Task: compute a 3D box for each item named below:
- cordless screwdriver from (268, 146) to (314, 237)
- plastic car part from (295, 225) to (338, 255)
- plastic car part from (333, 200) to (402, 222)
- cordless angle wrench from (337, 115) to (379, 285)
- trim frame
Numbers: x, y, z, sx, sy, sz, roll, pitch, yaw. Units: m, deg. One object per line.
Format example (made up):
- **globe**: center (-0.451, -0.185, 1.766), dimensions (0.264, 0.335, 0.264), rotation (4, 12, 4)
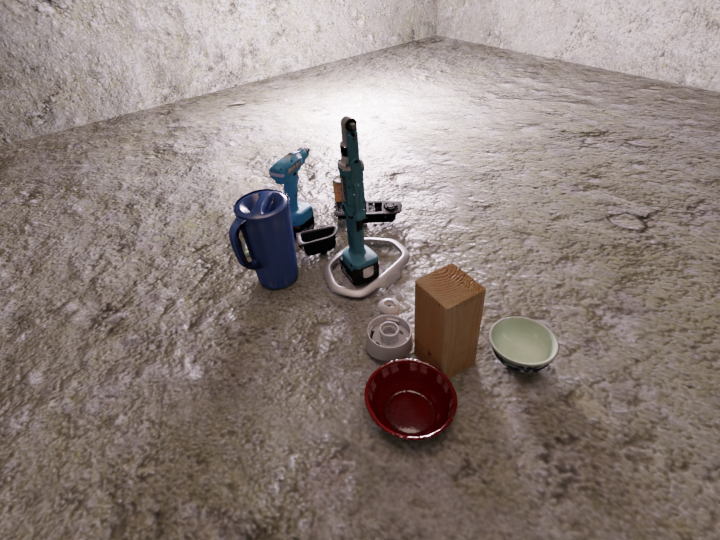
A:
- **cordless screwdriver**: center (-0.184, -0.226, 1.231), dimensions (0.078, 0.240, 0.158), rotation (15, 43, 24)
- **plastic car part**: center (-0.114, -0.075, 1.171), dimensions (0.116, 0.068, 0.069), rotation (-11, 39, -4)
- **plastic car part**: center (0.024, -0.170, 1.263), dimensions (0.204, 0.064, 0.068), rotation (-5, 39, 4)
- **cordless angle wrench**: center (-0.014, -0.150, 0.976), dimensions (0.073, 0.408, 0.103), rotation (-20, 41, -19)
- **trim frame**: center (0.015, -0.014, 1.106), dimensions (0.195, 0.026, 0.244), rotation (28, 51, 36)
